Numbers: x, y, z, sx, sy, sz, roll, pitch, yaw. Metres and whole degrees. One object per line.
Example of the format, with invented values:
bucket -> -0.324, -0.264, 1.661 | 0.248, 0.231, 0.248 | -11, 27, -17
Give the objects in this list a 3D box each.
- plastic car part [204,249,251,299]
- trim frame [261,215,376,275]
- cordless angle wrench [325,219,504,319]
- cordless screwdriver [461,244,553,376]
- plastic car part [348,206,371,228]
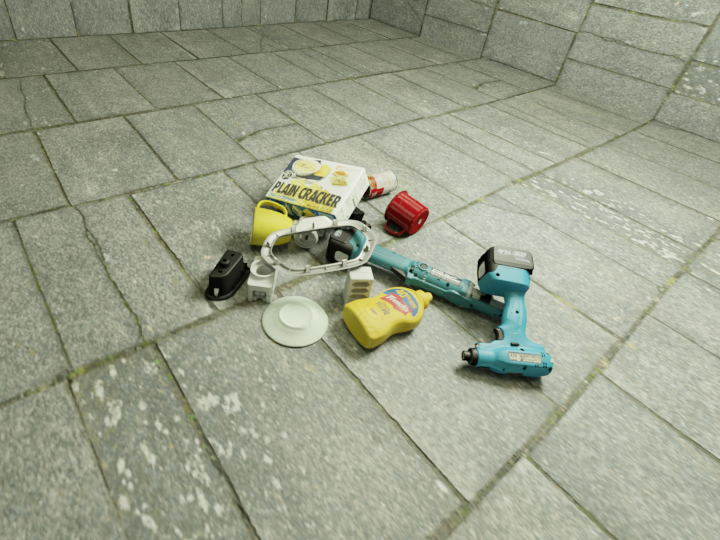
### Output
plastic car part -> -0.277, 0.001, 0.878 | 0.067, 0.069, 0.117 | 14, 38, 7
trim frame -> -0.088, -0.057, 0.897 | 0.247, 0.026, 0.192 | -11, 39, -5
cordless angle wrench -> 0.130, 0.010, 0.931 | 0.435, 0.073, 0.097 | 23, 44, 14
cordless screwdriver -> 0.269, 0.075, 0.825 | 0.159, 0.073, 0.254 | 5, 62, -3
plastic car part -> -0.051, -0.160, 1.102 | 0.064, 0.066, 0.215 | -17, 41, -38
